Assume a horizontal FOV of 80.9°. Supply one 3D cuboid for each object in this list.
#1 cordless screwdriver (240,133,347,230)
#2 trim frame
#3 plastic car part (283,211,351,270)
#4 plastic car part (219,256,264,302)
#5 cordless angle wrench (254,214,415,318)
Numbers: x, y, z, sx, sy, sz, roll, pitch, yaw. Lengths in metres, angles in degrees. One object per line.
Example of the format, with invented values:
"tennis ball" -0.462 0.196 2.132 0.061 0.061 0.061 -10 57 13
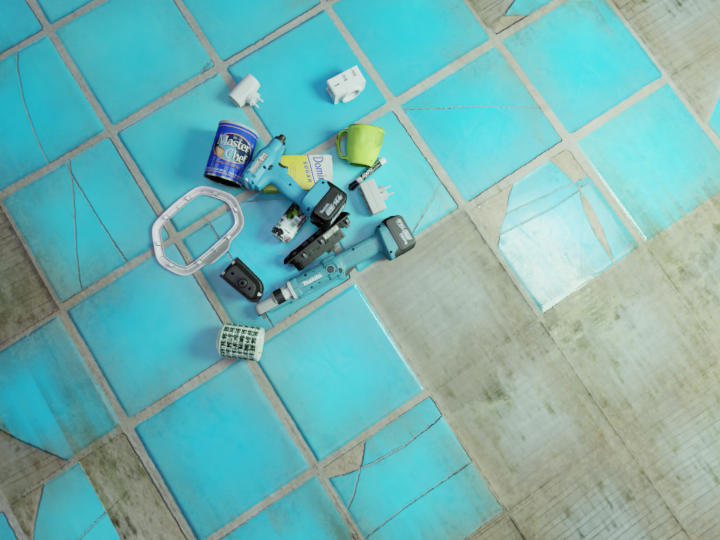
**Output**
"cordless screwdriver" -0.145 -0.216 1.012 0.252 0.073 0.159 31 73 6
"trim frame" -0.412 -0.102 1.067 0.247 0.027 0.185 -42 87 -6
"plastic car part" -0.103 -0.067 1.053 0.202 0.069 0.064 -35 114 -5
"plastic car part" -0.288 0.026 1.033 0.118 0.070 0.066 41 86 5
"cordless angle wrench" -0.071 -0.001 1.040 0.422 0.074 0.099 -28 87 -1
